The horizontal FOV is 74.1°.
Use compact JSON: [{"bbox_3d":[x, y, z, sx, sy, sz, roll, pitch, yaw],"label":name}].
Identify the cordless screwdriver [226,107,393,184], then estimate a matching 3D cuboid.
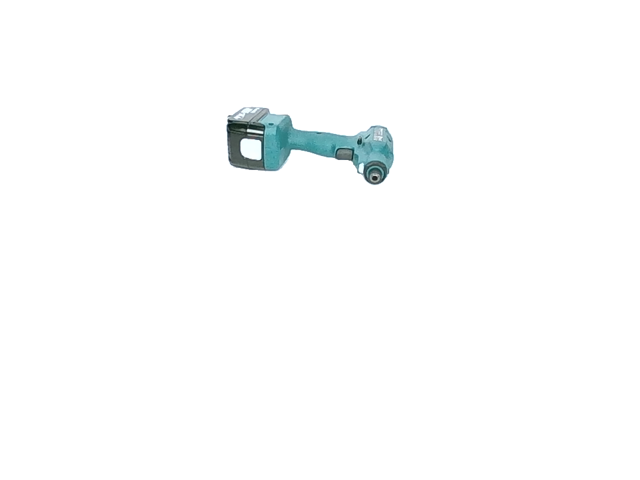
[{"bbox_3d":[-0.016,-0.135,0.632,0.249,0.074,0.158,7,33,5],"label":"cordless screwdriver"}]
